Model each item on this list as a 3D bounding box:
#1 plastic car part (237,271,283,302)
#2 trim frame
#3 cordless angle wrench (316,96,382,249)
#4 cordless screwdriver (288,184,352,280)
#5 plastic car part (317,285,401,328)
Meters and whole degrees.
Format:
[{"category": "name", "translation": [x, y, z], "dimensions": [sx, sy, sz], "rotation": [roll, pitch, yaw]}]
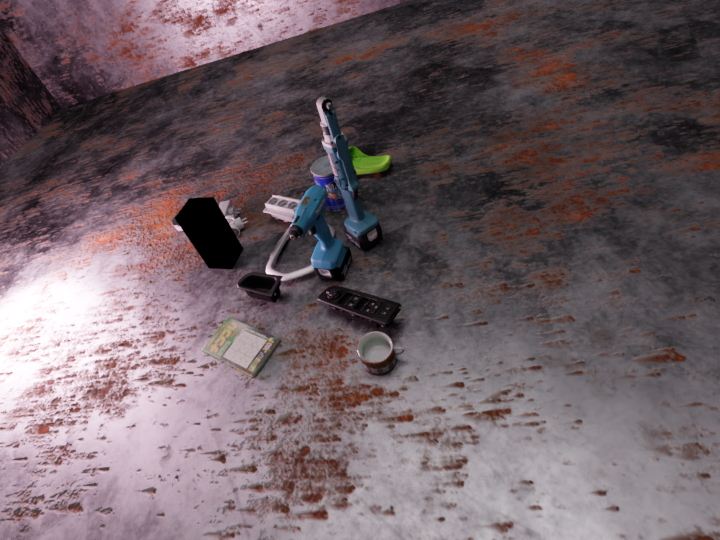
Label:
[{"category": "plastic car part", "translation": [-0.254, 0.050, 1.099], "dimensions": [0.121, 0.067, 0.066], "rotation": [6, 50, 26]}, {"category": "trim frame", "translation": [-0.172, -0.063, 1.205], "dimensions": [0.191, 0.026, 0.251], "rotation": [1, 49, 23]}, {"category": "cordless angle wrench", "translation": [-0.035, -0.229, 1.038], "dimensions": [0.073, 0.403, 0.104], "rotation": [-34, 45, -16]}, {"category": "cordless screwdriver", "translation": [-0.100, -0.066, 1.027], "dimensions": [0.077, 0.237, 0.160], "rotation": [5, 49, 23]}, {"category": "plastic car part", "translation": [-0.005, 0.085, 0.968], "dimensions": [0.214, 0.064, 0.066], "rotation": [17, 55, 34]}]
